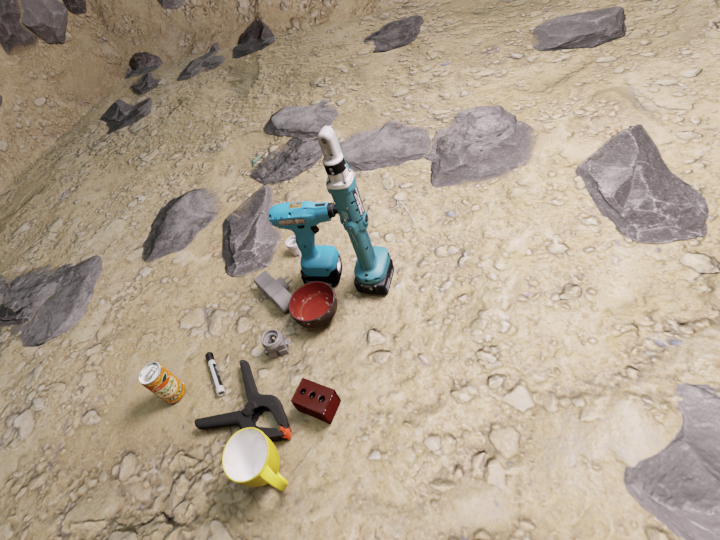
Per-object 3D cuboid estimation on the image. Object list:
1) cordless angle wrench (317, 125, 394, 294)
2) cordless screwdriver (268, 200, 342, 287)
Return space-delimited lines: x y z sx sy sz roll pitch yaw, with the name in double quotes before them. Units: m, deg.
"cordless angle wrench" -0.012 -0.106 0.864 0.077 0.403 0.099 3 50 22
"cordless screwdriver" -0.095 -0.062 0.975 0.164 0.237 0.076 -2 48 19
